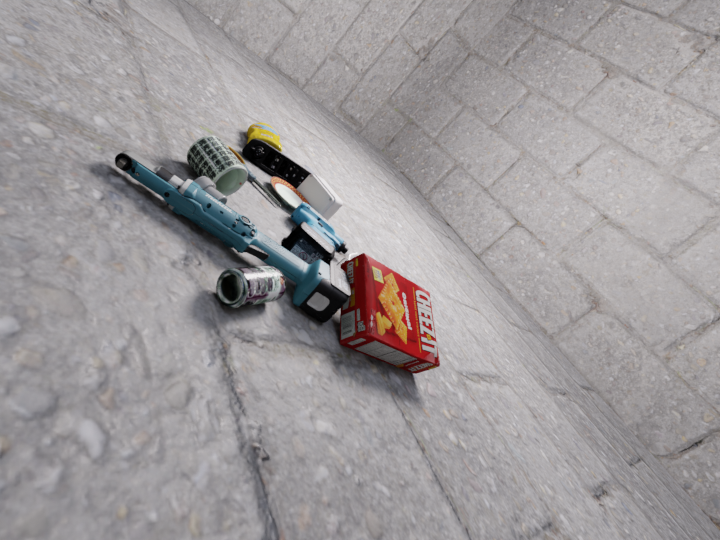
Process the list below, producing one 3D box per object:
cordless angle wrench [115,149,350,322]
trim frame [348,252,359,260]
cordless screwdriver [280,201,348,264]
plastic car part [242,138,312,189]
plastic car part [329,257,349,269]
[{"bbox_3d":[-0.202,-0.062,0.694,0.410,0.075,0.100,35,21,-16],"label":"cordless angle wrench"},{"bbox_3d":[0.039,0.030,1.043,0.189,0.028,0.241,46,21,13],"label":"trim frame"},{"bbox_3d":[-0.089,-0.058,0.906,0.156,0.075,0.253,39,15,-14],"label":"cordless screwdriver"},{"bbox_3d":[-0.228,-0.290,1.137,0.192,0.066,0.071,28,15,-38],"label":"plastic car part"},{"bbox_3d":[-0.041,0.008,0.859,0.067,0.071,0.115,43,16,4],"label":"plastic car part"}]
